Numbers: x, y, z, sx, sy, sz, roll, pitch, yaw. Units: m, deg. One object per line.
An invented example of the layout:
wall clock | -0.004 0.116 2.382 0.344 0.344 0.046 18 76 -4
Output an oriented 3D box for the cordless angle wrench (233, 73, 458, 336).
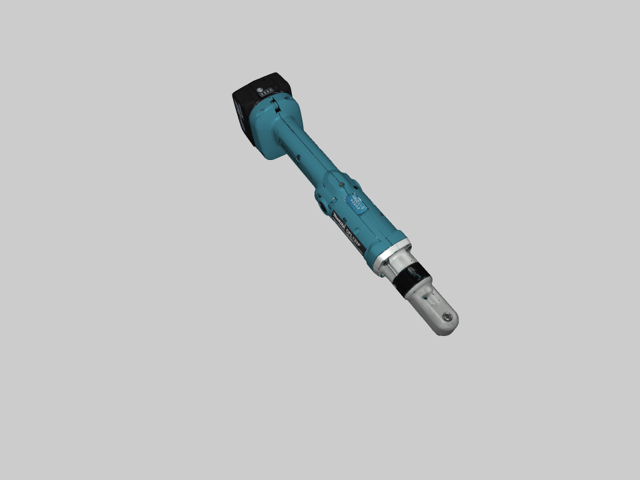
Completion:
cordless angle wrench | 0.024 -0.055 0.541 0.074 0.422 0.098 -32 -25 -14
